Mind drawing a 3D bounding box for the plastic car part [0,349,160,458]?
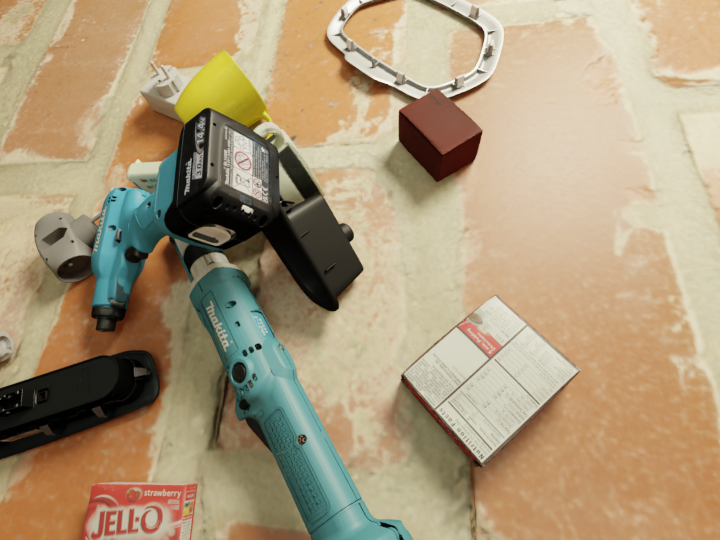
[{"bbox_3d":[-0.296,0.122,0.406,0.203,0.064,0.069,-17,57,0],"label":"plastic car part"}]

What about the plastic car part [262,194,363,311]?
[{"bbox_3d":[-0.041,-0.027,0.416,0.070,0.068,0.114,-41,105,-25],"label":"plastic car part"}]

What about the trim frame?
[{"bbox_3d":[0.067,-0.312,0.558,0.183,0.026,0.259,-40,66,-8],"label":"trim frame"}]

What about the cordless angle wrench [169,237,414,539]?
[{"bbox_3d":[-0.088,0.091,0.370,0.098,0.070,0.444,-46,58,15],"label":"cordless angle wrench"}]

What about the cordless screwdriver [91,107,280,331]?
[{"bbox_3d":[-0.186,-0.034,0.401,0.258,0.070,0.162,-16,65,37],"label":"cordless screwdriver"}]
